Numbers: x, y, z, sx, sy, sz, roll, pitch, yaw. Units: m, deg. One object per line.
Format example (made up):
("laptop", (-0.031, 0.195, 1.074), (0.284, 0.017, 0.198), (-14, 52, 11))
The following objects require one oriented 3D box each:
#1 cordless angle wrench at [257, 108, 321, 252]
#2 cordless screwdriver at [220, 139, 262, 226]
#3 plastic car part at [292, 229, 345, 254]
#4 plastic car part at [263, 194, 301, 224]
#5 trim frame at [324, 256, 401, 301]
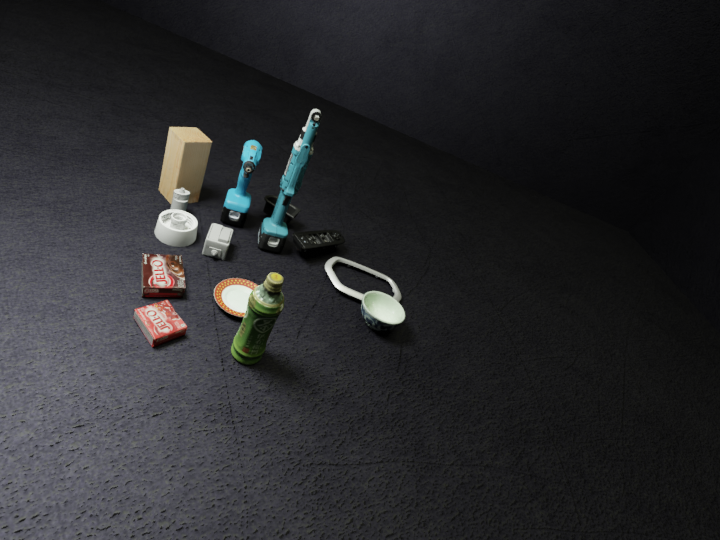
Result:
("cordless angle wrench", (-0.189, -0.237, 1.147), (0.072, 0.420, 0.102), (14, 35, -21))
("cordless screwdriver", (-0.339, -0.236, 1.211), (0.072, 0.247, 0.165), (15, 34, -19))
("plastic car part", (-0.126, -0.083, 1.293), (0.195, 0.066, 0.069), (-16, 51, -45))
("plastic car part", (-0.261, -0.187, 1.353), (0.118, 0.070, 0.066), (29, 32, 6))
("trim frame", (0.008, 0.033, 1.249), (0.245, 0.027, 0.188), (19, 33, -7))
